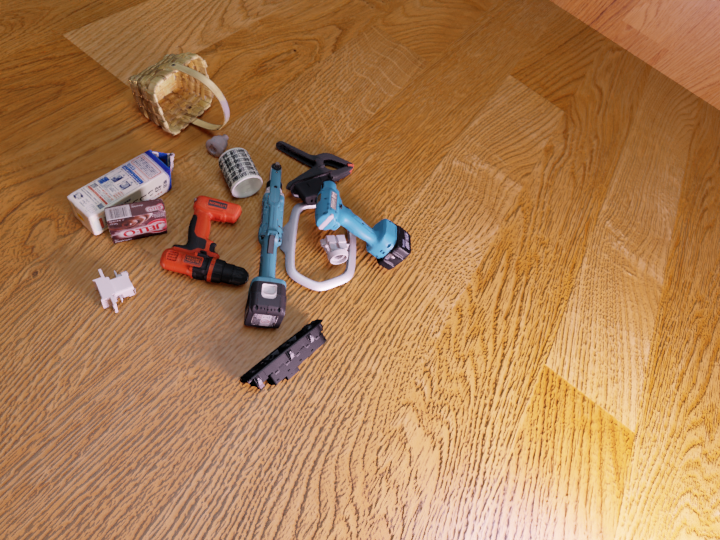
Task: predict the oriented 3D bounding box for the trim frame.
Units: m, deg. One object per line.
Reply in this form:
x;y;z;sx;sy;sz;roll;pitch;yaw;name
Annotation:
-0.099;-0.064;1.009;0.180;0.027;0.255;9;61;-13;trim frame

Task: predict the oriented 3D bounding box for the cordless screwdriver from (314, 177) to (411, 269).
0.003;-0.116;0.997;0.239;0.075;0.164;29;38;-22;cordless screwdriver

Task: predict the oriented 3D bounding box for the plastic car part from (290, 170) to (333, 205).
-0.108;-0.191;1.042;0.113;0.065;0.074;-24;57;-30;plastic car part

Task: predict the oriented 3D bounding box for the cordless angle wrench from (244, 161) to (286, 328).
-0.203;-0.081;0.956;0.072;0.097;0.436;8;55;-17;cordless angle wrench

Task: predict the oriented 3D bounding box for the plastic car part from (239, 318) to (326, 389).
-0.139;0.169;0.840;0.067;0.067;0.200;49;58;-2;plastic car part
